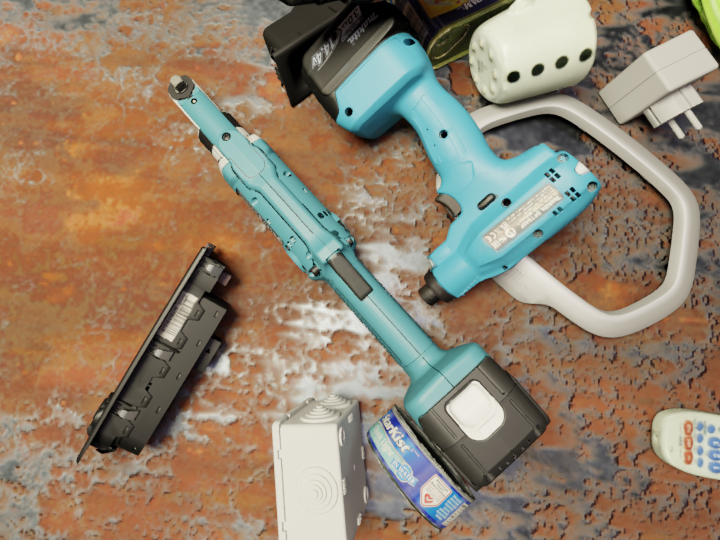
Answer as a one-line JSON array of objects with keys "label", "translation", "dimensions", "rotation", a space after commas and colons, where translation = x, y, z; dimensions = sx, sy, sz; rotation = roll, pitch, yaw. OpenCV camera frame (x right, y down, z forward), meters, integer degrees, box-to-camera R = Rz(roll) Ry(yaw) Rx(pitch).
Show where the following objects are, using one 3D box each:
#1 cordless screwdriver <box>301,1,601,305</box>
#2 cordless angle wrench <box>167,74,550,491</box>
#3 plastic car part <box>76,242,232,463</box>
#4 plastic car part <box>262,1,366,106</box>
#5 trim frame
[{"label": "cordless screwdriver", "translation": [0.046, -0.101, 0.366], "dimensions": [0.160, 0.072, 0.255], "rotation": [-45, 77, 22]}, {"label": "cordless angle wrench", "translation": [-0.036, -0.023, 0.367], "dimensions": [0.074, 0.096, 0.433], "rotation": [-41, 77, -5]}, {"label": "plastic car part", "translation": [-0.169, 0.074, 0.371], "dimensions": [0.065, 0.069, 0.203], "rotation": [36, 82, -21]}, {"label": "plastic car part", "translation": [-0.047, -0.232, 0.414], "dimensions": [0.116, 0.064, 0.074], "rotation": [-41, 70, -7]}, {"label": "trim frame", "translation": [0.187, -0.057, 0.386], "dimensions": [0.252, 0.027, 0.184], "rotation": [43, 84, 7]}]
